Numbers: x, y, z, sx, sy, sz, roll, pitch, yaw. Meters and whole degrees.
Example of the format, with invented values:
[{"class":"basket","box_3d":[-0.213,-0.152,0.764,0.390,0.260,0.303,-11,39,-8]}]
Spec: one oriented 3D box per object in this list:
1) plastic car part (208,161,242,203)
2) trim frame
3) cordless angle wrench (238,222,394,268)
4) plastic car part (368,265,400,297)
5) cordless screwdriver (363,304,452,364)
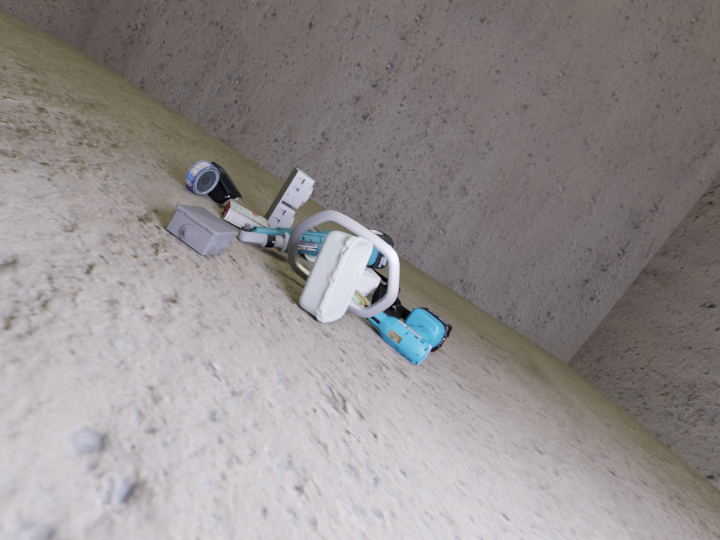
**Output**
[{"class":"plastic car part","box_3d":[-0.382,-0.225,1.133,0.120,0.071,0.063,53,14,17]},{"class":"trim frame","box_3d":[-0.036,-0.012,0.844,0.253,0.184,0.027,34,22,8]},{"class":"cordless angle wrench","box_3d":[-0.101,-0.066,1.031,0.403,0.097,0.079,4,23,-37]},{"class":"plastic car part","box_3d":[0.011,0.026,1.213,0.213,0.065,0.065,39,36,27]},{"class":"cordless screwdriver","box_3d":[0.108,0.126,0.956,0.166,0.074,0.238,36,14,22]}]
